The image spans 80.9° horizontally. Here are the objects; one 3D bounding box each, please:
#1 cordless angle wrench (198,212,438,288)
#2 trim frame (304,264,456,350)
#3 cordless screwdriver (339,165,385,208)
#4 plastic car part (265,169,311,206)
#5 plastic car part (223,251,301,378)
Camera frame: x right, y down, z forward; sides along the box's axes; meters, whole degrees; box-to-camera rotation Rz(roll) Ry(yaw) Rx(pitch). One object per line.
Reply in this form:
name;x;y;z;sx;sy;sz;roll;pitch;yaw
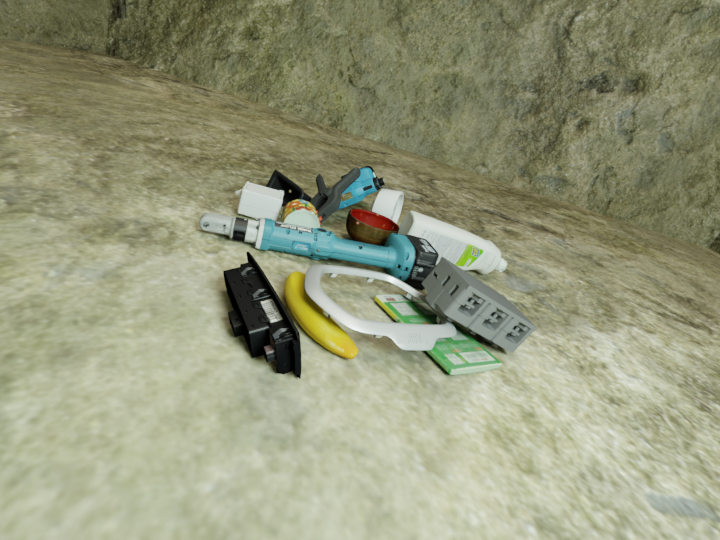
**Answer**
cordless angle wrench;-0.074;-0.049;0.759;0.415;0.073;0.101;10;24;-11
trim frame;0.028;0.046;0.603;0.236;0.027;0.195;10;23;-37
cordless screwdriver;0.003;-0.222;1.102;0.163;0.073;0.248;-18;16;19
plastic car part;-0.165;-0.184;1.015;0.122;0.066;0.067;35;13;29
plastic car part;-0.130;0.048;0.521;0.066;0.064;0.214;-18;36;-15
